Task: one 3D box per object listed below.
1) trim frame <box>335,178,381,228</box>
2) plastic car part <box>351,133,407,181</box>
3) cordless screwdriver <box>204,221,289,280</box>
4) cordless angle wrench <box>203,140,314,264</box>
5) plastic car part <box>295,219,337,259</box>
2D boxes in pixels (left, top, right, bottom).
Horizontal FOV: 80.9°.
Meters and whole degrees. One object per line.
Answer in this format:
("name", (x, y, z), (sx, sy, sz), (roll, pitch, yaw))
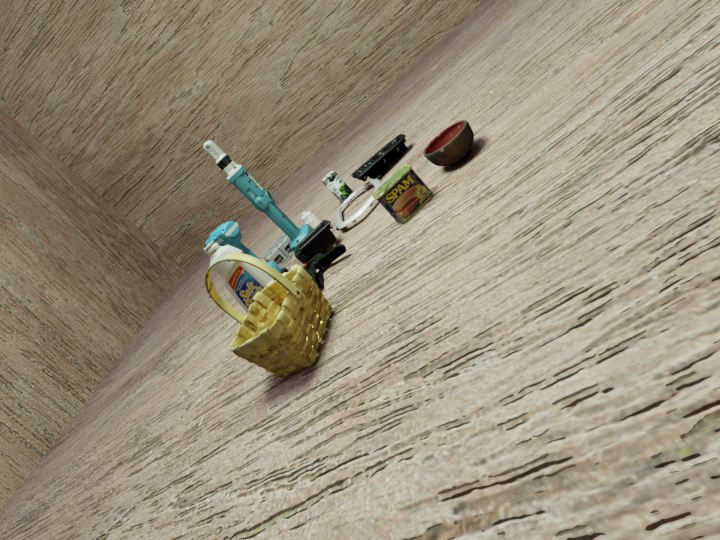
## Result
("trim frame", (-0.010, -0.191, 1.219), (0.185, 0.026, 0.255), (-40, 21, 11))
("plastic car part", (0.070, -0.337, 1.288), (0.203, 0.065, 0.068), (-45, 19, -2))
("cordless screwdriver", (-0.310, -0.019, 1.149), (0.164, 0.241, 0.074), (-24, 26, 48))
("cordless angle wrench", (-0.268, -0.193, 1.161), (0.075, 0.411, 0.100), (-39, 17, 17))
("plastic car part", (-0.110, -0.072, 1.121), (0.116, 0.069, 0.068), (-47, 18, -6))
